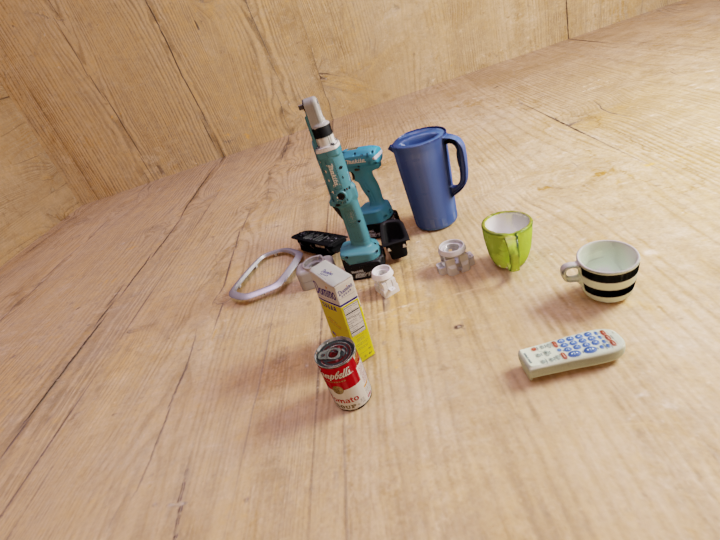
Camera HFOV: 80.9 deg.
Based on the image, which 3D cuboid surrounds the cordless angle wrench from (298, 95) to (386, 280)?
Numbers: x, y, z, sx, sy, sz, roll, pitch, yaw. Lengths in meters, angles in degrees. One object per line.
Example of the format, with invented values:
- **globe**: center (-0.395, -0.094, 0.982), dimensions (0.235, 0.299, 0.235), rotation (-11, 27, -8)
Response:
- **cordless angle wrench**: center (-0.040, -0.171, 0.925), dimensions (0.100, 0.407, 0.075), rotation (-10, 29, 17)

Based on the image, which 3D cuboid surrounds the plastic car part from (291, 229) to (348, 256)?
- **plastic car part**: center (-0.113, -0.074, 1.153), dimensions (0.065, 0.064, 0.214), rotation (-37, 34, -27)

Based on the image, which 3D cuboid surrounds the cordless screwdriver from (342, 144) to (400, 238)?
- **cordless screwdriver**: center (0.005, -0.205, 1.117), dimensions (0.167, 0.239, 0.074), rotation (2, 34, 34)

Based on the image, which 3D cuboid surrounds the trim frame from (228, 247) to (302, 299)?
- **trim frame**: center (-0.257, 0.006, 1.154), dimensions (0.191, 0.026, 0.250), rotation (-6, 34, 24)

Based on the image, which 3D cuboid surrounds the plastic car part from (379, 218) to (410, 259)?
- **plastic car part**: center (0.085, -0.070, 1.021), dimensions (0.067, 0.068, 0.120), rotation (-16, 30, 8)
